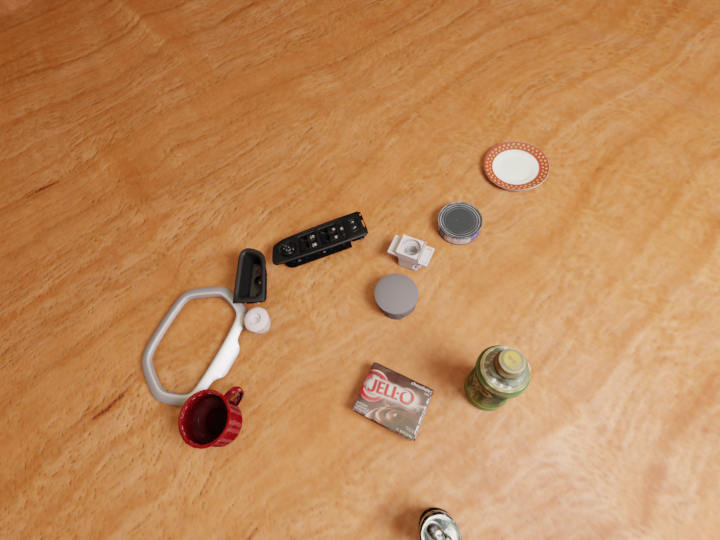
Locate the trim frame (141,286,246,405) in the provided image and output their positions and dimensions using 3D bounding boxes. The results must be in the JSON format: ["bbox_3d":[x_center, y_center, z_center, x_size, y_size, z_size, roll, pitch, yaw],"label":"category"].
[{"bbox_3d":[-0.331,0.144,0.845,0.191,0.026,0.249,20,69,20],"label":"trim frame"}]

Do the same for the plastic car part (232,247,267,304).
[{"bbox_3d":[-0.214,0.020,0.862,0.067,0.068,0.119,-5,63,6],"label":"plastic car part"}]

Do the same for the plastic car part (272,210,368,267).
[{"bbox_3d":[-0.086,-0.056,0.877,0.203,0.064,0.069,-17,63,2],"label":"plastic car part"}]
